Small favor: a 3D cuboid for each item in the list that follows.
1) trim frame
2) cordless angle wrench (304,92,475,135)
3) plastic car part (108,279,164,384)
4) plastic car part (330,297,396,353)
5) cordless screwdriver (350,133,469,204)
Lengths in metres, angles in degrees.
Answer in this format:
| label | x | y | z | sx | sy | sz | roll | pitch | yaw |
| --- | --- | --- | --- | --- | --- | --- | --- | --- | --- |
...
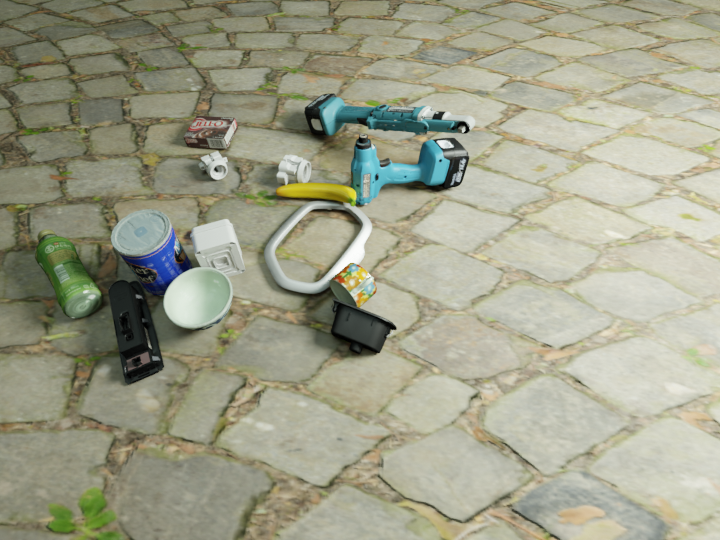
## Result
| label | x | y | z | sx | sy | sz | roll | pitch | yaw |
| --- | --- | --- | --- | --- | --- | --- | --- | --- | --- |
| trim frame | -0.084 | -0.055 | 0.860 | 0.192 | 0.026 | 0.247 | 25 | 58 | 21 |
| cordless angle wrench | 0.052 | -0.339 | 0.942 | 0.447 | 0.071 | 0.097 | 21 | 55 | 39 |
| plastic car part | -0.414 | 0.094 | 0.755 | 0.066 | 0.064 | 0.213 | -27 | 55 | -9 |
| plastic car part | -0.004 | 0.104 | 0.727 | 0.120 | 0.064 | 0.071 | 23 | 73 | 14 |
| cordless screwdriver | 0.100 | -0.232 | 0.895 | 0.246 | 0.154 | 0.078 | -12 | 47 | -8 |
